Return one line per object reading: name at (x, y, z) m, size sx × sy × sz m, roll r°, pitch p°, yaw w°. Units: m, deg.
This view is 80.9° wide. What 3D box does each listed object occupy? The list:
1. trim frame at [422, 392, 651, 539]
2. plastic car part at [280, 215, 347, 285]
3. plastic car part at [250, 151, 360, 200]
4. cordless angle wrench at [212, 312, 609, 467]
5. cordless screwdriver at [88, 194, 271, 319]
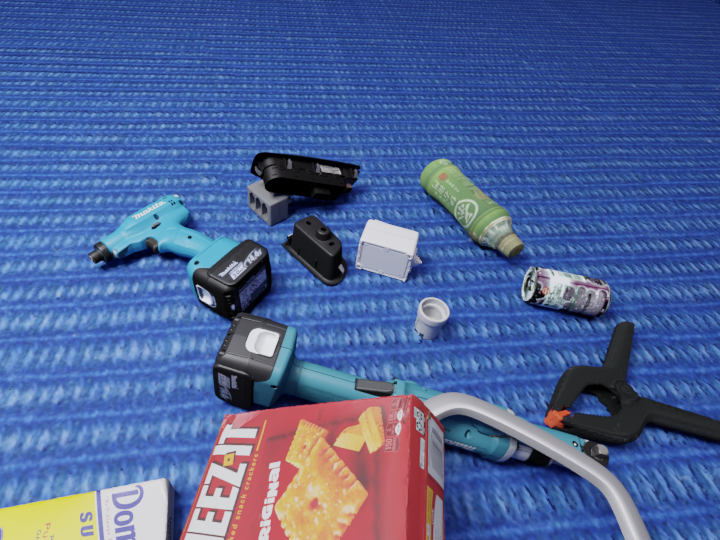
trim frame at (0.126, 0.211, 0.358) m, size 0.256 × 0.027 × 0.183 m, roll 25°, pitch 51°, yaw 16°
plastic car part at (-0.063, -0.041, 0.644) m, size 0.064 × 0.069 × 0.123 m, roll -29°, pitch 53°, yaw -29°
plastic car part at (-0.090, -0.152, 0.715) m, size 0.193 × 0.068 × 0.069 m, roll 5°, pitch 65°, yaw -34°
cordless angle wrench at (0.051, 0.150, 0.466) m, size 0.426 × 0.096 × 0.075 m, roll 15°, pitch 46°, yaw 4°
cordless screwdriver at (-0.257, -0.017, 0.604) m, size 0.260 × 0.072 × 0.157 m, roll 28°, pitch 50°, yaw 25°
